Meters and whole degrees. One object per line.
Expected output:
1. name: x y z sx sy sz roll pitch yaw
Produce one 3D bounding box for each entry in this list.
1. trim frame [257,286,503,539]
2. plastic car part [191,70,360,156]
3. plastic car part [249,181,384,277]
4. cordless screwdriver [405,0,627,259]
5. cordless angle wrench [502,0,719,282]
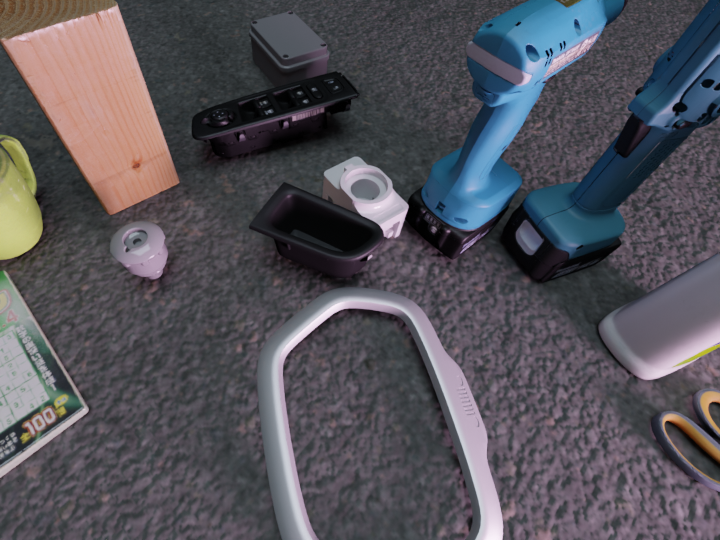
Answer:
1. trim frame: 0.012 0.125 0.346 0.181 0.027 0.258 -12 58 -10
2. plastic car part: -0.107 -0.189 0.523 0.199 0.065 0.069 -18 61 -14
3. plastic car part: -0.041 -0.027 0.418 0.119 0.069 0.066 25 59 12
4. cordless screwdriver: 0.133 -0.127 0.387 0.156 0.243 0.077 -35 69 -24
5. cordless angle wrench: 0.232 -0.131 0.293 0.096 0.413 0.077 -15 62 -17
